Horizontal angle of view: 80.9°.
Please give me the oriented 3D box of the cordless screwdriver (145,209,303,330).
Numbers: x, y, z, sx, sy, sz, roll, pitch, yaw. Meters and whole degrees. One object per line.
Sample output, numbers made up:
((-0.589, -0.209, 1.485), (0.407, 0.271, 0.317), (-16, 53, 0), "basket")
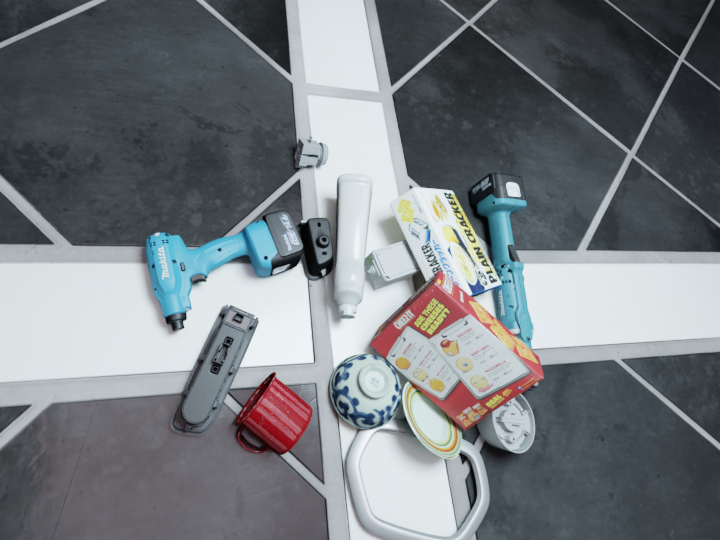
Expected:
((-0.218, -0.005, 0.705), (0.243, 0.074, 0.163), (-15, 73, -17), "cordless screwdriver")

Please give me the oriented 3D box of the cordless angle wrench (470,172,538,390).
((0.294, 0.014, 0.835), (0.072, 0.099, 0.431), (4, 71, -17), "cordless angle wrench")

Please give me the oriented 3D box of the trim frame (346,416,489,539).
((0.094, 0.331, 0.673), (0.246, 0.027, 0.187), (17, 65, -6), "trim frame")

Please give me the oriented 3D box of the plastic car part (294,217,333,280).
((-0.075, -0.049, 0.762), (0.064, 0.071, 0.120), (-5, 67, -18), "plastic car part")

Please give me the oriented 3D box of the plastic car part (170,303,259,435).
((-0.219, 0.149, 0.646), (0.065, 0.068, 0.205), (27, 66, -15), "plastic car part")
